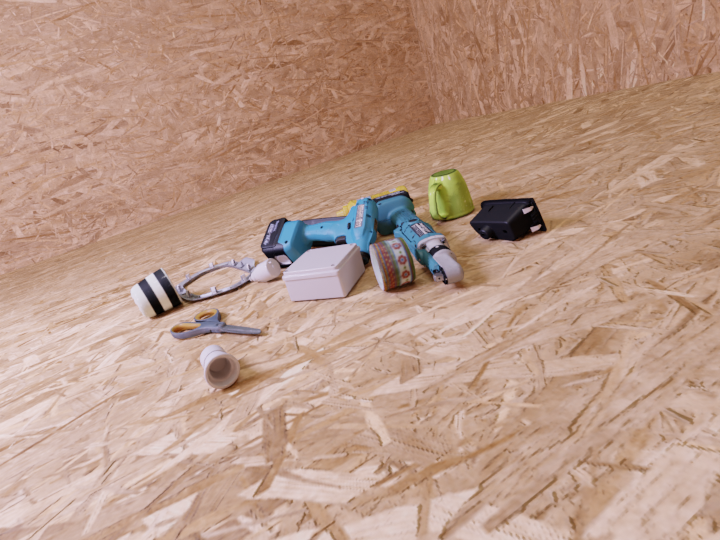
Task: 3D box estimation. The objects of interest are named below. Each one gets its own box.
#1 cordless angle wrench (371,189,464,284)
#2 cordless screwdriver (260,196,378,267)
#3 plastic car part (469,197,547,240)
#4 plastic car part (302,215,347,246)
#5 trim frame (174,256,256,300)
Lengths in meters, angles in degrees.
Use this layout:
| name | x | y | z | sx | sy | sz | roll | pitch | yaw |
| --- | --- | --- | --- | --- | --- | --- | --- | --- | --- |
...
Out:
| name | x | y | z | sx | sy | sz | roll | pitch | yaw |
| --- | --- | --- | --- | --- | --- | --- | --- | --- | --- |
| cordless angle wrench | 0.100 | -0.068 | 0.781 | 0.098 | 0.072 | 0.435 | -17 | 22 | -2 |
| cordless screwdriver | -0.084 | -0.055 | 0.863 | 0.257 | 0.070 | 0.163 | -11 | 49 | 25 |
| plastic car part | 0.239 | -0.080 | 0.723 | 0.070 | 0.064 | 0.122 | -40 | 23 | -21 |
| plastic car part | -0.046 | -0.083 | 0.951 | 0.212 | 0.067 | 0.063 | -2 | -16 | 40 |
| trim frame | -0.331 | 0.015 | 0.971 | 0.179 | 0.027 | 0.261 | -28 | 21 | -29 |
